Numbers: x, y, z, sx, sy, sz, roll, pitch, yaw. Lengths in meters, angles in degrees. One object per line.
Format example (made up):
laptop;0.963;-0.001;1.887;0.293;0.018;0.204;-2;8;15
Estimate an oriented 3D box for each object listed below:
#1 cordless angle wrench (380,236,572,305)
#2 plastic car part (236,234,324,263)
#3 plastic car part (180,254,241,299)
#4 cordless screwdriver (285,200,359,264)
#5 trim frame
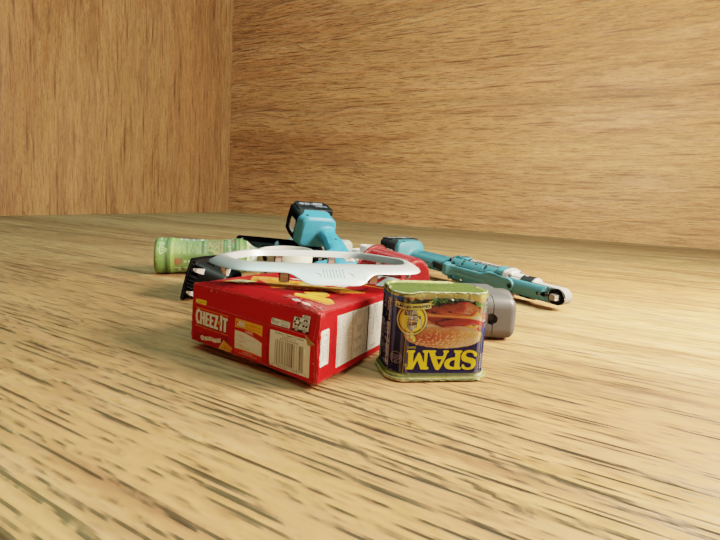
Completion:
cordless angle wrench;0.203;-0.001;0.843;0.094;0.073;0.446;-3;14;-35
plastic car part;-0.179;-0.035;0.932;0.203;0.065;0.068;4;14;0
plastic car part;-0.223;0.015;0.672;0.072;0.066;0.115;20;8;7
cordless screwdriver;-0.084;-0.055;0.854;0.152;0.073;0.263;-4;34;-33
trim frame;-0.053;-0.006;0.504;0.243;0.027;0.189;3;6;-15
